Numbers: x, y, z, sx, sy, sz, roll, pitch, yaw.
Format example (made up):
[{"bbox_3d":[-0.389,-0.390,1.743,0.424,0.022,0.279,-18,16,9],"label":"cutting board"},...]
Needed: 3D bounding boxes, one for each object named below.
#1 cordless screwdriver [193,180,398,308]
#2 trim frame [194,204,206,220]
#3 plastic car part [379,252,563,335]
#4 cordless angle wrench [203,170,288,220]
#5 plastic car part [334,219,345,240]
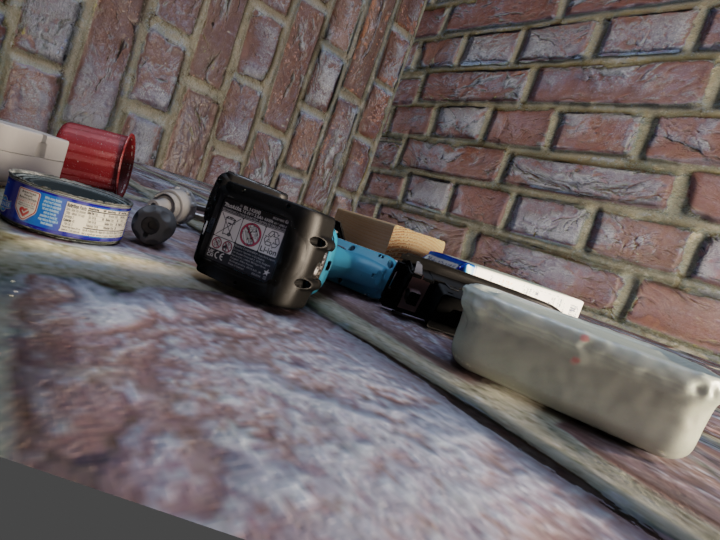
[{"bbox_3d":[-0.065,-0.022,0.419,0.166,0.074,0.239,21,2,21],"label":"cordless screwdriver"},{"bbox_3d":[-0.245,-0.099,0.761,0.195,0.027,0.235,25,7,40],"label":"trim frame"},{"bbox_3d":[0.128,0.046,0.430,0.199,0.066,0.069,18,15,-11],"label":"plastic car part"},{"bbox_3d":[-0.186,-0.120,0.719,0.095,0.074,0.435,20,7,-16],"label":"cordless angle wrench"},{"bbox_3d":[-0.062,-0.041,0.639,0.070,0.065,0.119,-11,11,-11],"label":"plastic car part"}]
